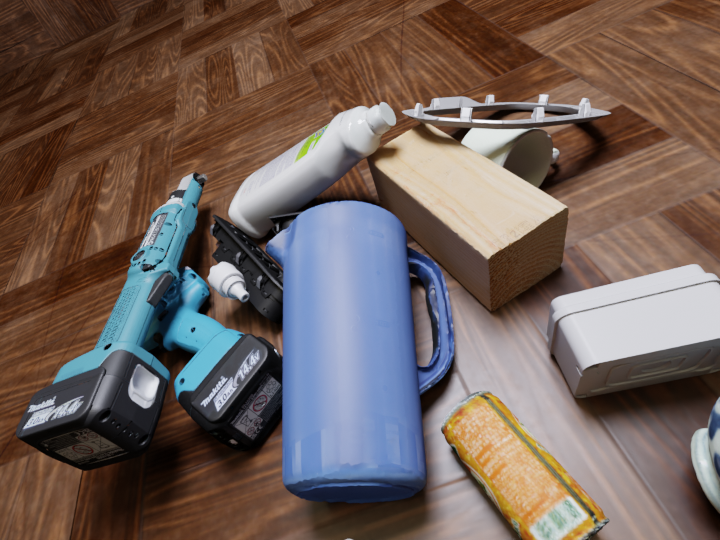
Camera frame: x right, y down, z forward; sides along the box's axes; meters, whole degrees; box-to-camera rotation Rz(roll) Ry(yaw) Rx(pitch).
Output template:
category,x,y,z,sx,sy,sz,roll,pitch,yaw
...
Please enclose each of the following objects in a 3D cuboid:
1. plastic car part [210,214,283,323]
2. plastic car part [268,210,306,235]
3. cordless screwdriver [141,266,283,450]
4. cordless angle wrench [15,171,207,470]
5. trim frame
category,x,y,z,sx,sy,sz,roll,pitch,yaw
plastic car part,-0.138,0.000,0.533,0.215,0.063,0.067,34,81,39
plastic car part,-0.052,-0.034,0.531,0.119,0.063,0.072,-4,66,16
cordless screwdriver,-0.195,0.101,0.471,0.263,0.070,0.158,27,67,41
cordless angle wrench,-0.247,0.000,0.507,0.099,0.070,0.438,-22,40,12
trim frame,0.171,-0.195,0.510,0.241,0.027,0.194,-16,29,-24
